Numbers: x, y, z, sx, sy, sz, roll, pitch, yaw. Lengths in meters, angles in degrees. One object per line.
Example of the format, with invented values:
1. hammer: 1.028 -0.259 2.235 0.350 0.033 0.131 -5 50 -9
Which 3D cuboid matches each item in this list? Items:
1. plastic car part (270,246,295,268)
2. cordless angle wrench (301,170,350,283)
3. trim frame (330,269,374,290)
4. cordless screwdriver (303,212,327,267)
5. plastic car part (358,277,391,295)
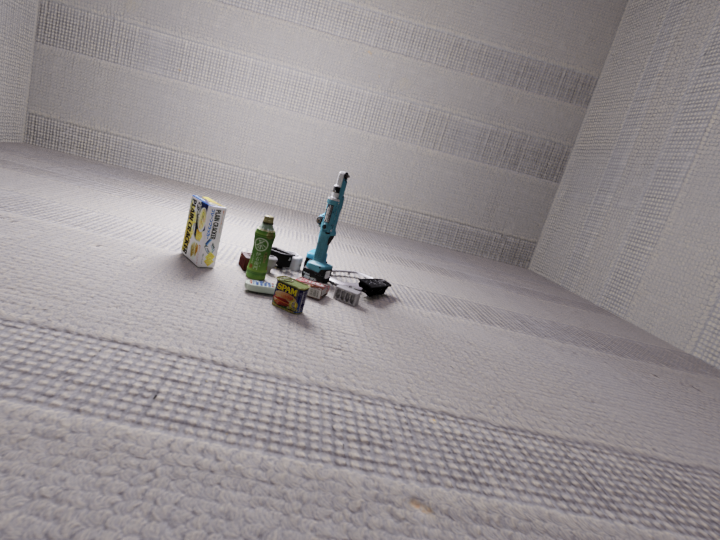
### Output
1. plastic car part: -0.314 -0.045 1.641 0.123 0.070 0.063 24 15 33
2. cordless angle wrench: -0.117 -0.159 1.562 0.103 0.420 0.071 23 13 30
3. trim frame: -0.035 0.036 1.701 0.237 0.027 0.195 5 16 -35
4. cordless screwdriver: -0.163 -0.107 1.672 0.076 0.247 0.156 18 12 11
5. plastic car part: 0.056 0.065 1.598 0.069 0.066 0.195 22 15 27
